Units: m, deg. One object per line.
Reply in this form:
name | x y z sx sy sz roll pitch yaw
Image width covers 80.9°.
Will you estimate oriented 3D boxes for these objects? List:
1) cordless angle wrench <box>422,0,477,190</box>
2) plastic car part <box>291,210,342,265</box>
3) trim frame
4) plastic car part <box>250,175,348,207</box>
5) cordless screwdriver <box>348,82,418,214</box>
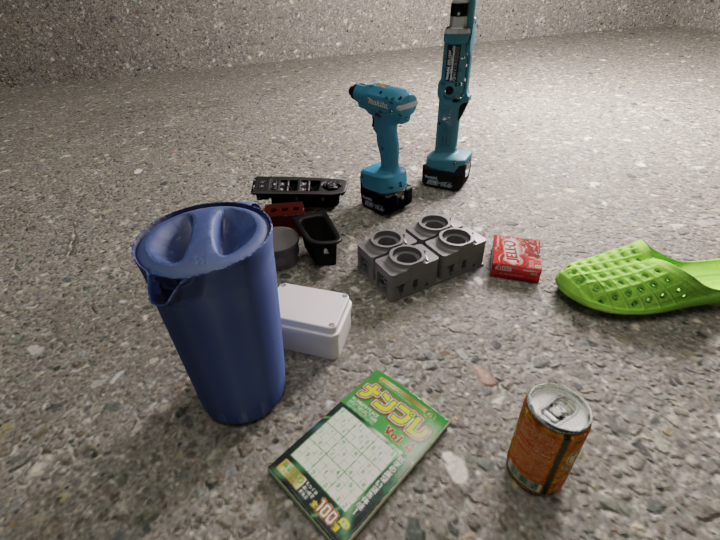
cordless angle wrench | 0.191 -0.370 0.859 0.102 0.409 0.073 18 39 26
plastic car part | -0.072 -0.047 0.739 0.065 0.068 0.122 -14 37 -15
trim frame | 0.262 0.221 0.374 0.242 0.026 0.195 -31 44 -31
plastic car part | -0.128 -0.163 0.904 0.204 0.065 0.068 -2 36 3
cordless screwdriver | 0.035 -0.248 0.852 0.072 0.241 0.169 -25 41 -30
